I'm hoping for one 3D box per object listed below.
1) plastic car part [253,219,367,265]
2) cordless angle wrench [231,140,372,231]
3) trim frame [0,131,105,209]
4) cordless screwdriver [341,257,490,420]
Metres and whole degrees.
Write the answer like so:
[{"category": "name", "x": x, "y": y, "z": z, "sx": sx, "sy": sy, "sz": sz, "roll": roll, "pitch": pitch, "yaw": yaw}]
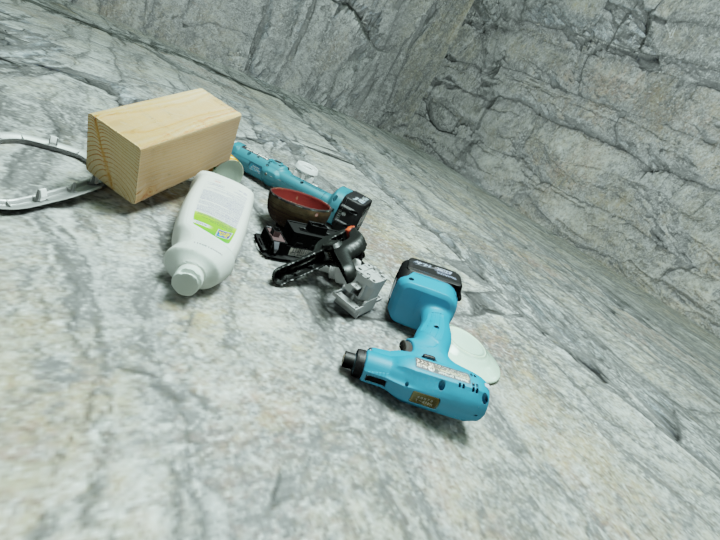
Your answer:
[{"category": "plastic car part", "x": -0.067, "y": -0.044, "z": 0.687, "sx": 0.193, "sy": 0.067, "sz": 0.070, "roll": 14, "pitch": 19, "yaw": -34}, {"category": "cordless angle wrench", "x": -0.183, "y": -0.207, "z": 0.900, "sx": 0.432, "sy": 0.074, "sz": 0.096, "roll": 28, "pitch": 22, "yaw": 11}, {"category": "trim frame", "x": -0.429, "y": -0.135, "z": 0.540, "sx": 0.184, "sy": 0.027, "sz": 0.250, "roll": 26, "pitch": 21, "yaw": -3}, {"category": "cordless screwdriver", "x": 0.065, "y": 0.071, "z": 0.553, "sx": 0.159, "sy": 0.073, "sz": 0.252, "roll": 15, "pitch": 30, "yaw": -1}]
